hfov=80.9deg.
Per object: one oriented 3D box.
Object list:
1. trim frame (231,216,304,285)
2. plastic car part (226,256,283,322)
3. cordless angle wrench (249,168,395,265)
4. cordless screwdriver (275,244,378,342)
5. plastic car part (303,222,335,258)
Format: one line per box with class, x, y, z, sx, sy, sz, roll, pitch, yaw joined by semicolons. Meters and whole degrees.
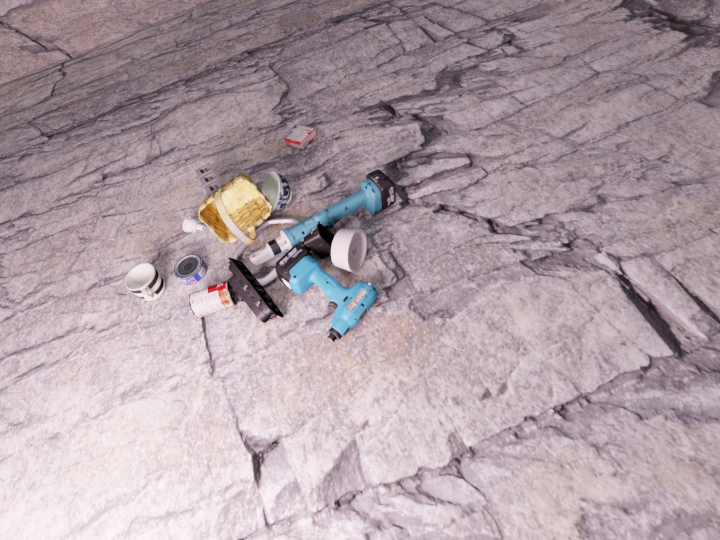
trim frame;-0.246;-0.057;1.156;0.194;0.026;0.247;24;62;30
plastic car part;-0.270;0.054;1.041;0.067;0.063;0.212;-46;66;-5
cordless angle wrench;-0.102;-0.128;1.115;0.419;0.094;0.078;-30;56;-10
cordless screwdriver;-0.101;0.052;1.008;0.261;0.071;0.158;29;66;27
plastic car part;-0.106;-0.069;1.081;0.072;0.110;0.069;-29;54;19
